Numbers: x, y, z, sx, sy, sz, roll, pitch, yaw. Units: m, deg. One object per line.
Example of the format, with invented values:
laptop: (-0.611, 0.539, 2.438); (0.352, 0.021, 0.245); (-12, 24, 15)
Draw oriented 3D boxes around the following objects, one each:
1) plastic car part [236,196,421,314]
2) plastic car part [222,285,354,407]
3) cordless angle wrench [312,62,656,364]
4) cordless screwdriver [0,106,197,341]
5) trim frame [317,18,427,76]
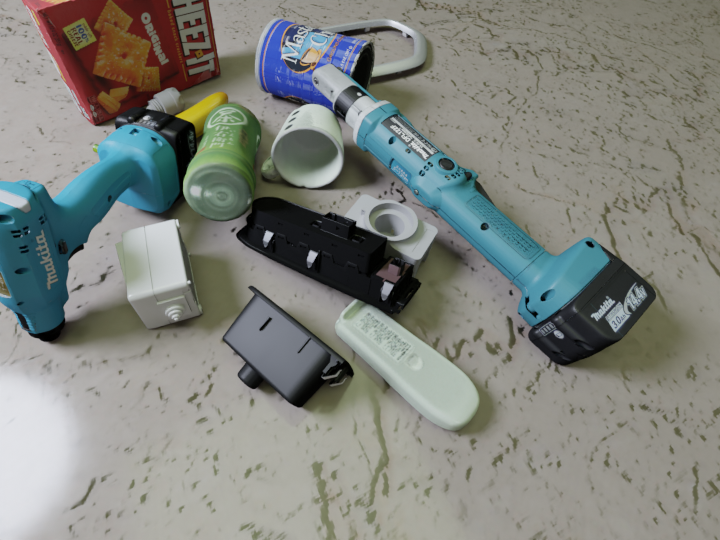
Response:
plastic car part: (-0.041, -0.027, 0.424); (0.212, 0.065, 0.065); (19, 40, 25)
plastic car part: (-0.072, 0.075, 0.371); (0.121, 0.063, 0.071); (31, 72, 22)
cordless angle wrench: (0.085, -0.095, 0.453); (0.096, 0.073, 0.438); (-33, 68, -25)
cordless screwdriver: (-0.257, -0.058, 0.428); (0.075, 0.156, 0.251); (17, 40, 2)
trim frame: (-0.003, -0.377, 0.716); (0.244, 0.027, 0.192); (-20, 58, -13)
